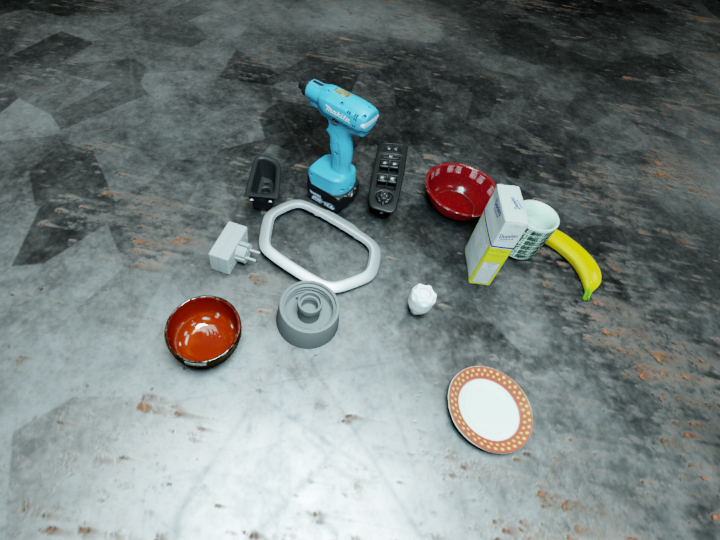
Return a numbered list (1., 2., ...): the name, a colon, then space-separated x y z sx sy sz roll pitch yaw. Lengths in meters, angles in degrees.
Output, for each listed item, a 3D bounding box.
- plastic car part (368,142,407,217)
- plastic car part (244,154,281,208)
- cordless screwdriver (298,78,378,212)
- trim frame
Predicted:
1. plastic car part: 0.054 -0.190 0.910 0.066 0.066 0.207 12 52 -1
2. plastic car part: -0.195 -0.171 0.863 0.065 0.069 0.120 5 53 -6
3. cordless screwdriver: -0.062 -0.241 0.823 0.165 0.244 0.073 36 55 16
4. trim frame: -0.079 -0.052 0.812 0.256 0.027 0.183 29 55 15
